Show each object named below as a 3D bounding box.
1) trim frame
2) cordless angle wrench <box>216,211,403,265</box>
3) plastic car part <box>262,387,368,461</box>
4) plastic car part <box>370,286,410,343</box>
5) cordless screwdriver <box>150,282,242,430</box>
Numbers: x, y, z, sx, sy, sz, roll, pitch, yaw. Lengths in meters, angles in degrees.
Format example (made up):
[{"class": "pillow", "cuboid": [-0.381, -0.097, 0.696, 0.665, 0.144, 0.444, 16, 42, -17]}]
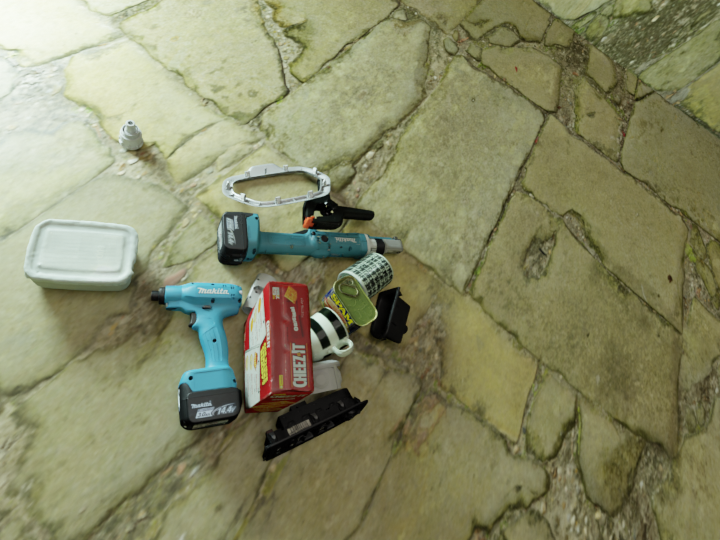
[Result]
[{"class": "trim frame", "cuboid": [-0.181, -0.192, 0.929, 0.241, 0.027, 0.195, -18, 40, -25]}, {"class": "cordless angle wrench", "cuboid": [-0.089, -0.058, 0.910, 0.408, 0.075, 0.101, 2, 63, -24]}, {"class": "plastic car part", "cuboid": [-0.082, 0.261, 0.744, 0.196, 0.065, 0.071, -13, 44, -26]}, {"class": "plastic car part", "cuboid": [0.070, 0.104, 0.892, 0.068, 0.068, 0.118, 30, 58, -25]}, {"class": "cordless screwdriver", "cuboid": [-0.281, 0.135, 0.723, 0.154, 0.074, 0.257, 2, 58, -21]}]
